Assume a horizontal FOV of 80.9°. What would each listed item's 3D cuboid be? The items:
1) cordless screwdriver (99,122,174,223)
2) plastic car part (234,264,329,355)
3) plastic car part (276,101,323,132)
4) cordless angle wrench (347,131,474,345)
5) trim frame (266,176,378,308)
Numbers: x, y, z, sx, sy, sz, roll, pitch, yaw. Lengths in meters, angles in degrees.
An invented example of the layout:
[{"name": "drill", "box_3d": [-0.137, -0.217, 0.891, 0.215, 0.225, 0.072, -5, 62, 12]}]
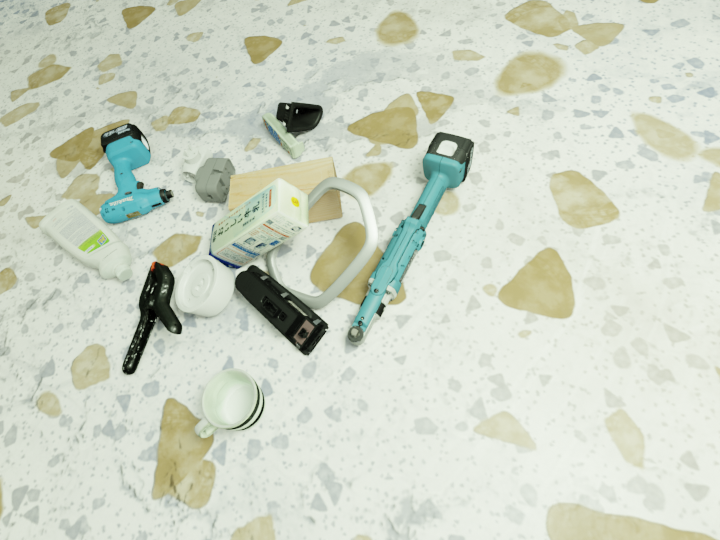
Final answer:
[{"name": "cordless screwdriver", "box_3d": [-0.520, -0.232, 0.983, 0.159, 0.071, 0.258, -19, 62, 0]}, {"name": "plastic car part", "box_3d": [-0.154, 0.060, 0.737, 0.214, 0.064, 0.066, 37, 99, 31]}, {"name": "plastic car part", "box_3d": [-0.147, -0.356, 0.960, 0.074, 0.065, 0.113, 28, 30, 22]}, {"name": "cordless angle wrench", "box_3d": [0.085, -0.058, 0.747, 0.077, 0.094, 0.423, 22, 71, 20]}, {"name": "trim frame", "box_3d": [-0.073, -0.048, 0.744, 0.192, 0.026, 0.249, 48, 111, 23]}]
